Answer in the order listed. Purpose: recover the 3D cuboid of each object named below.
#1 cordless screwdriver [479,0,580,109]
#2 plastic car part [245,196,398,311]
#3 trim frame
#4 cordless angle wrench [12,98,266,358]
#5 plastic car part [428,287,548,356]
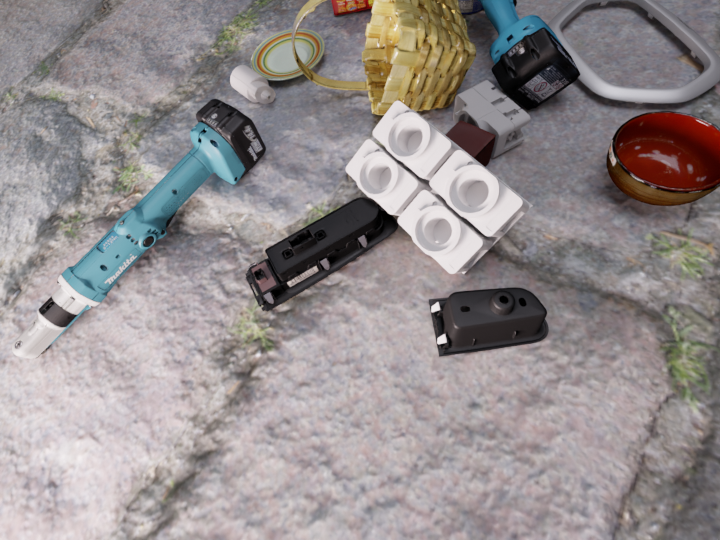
[{"bbox_3d":[0.221,-0.349,0.606,0.076,0.151,0.256,-35,62,40],"label":"cordless screwdriver"},{"bbox_3d":[-0.051,-0.034,0.525,0.202,0.064,0.070,-28,55,-7],"label":"plastic car part"},{"bbox_3d":[0.380,-0.320,0.599,0.185,0.026,0.258,-19,59,3],"label":"trim frame"},{"bbox_3d":[-0.301,-0.054,0.575,0.077,0.094,0.422,35,78,20],"label":"cordless angle wrench"},{"bbox_3d":[0.134,0.044,0.436,0.118,0.068,0.068,-9,63,10],"label":"plastic car part"}]
